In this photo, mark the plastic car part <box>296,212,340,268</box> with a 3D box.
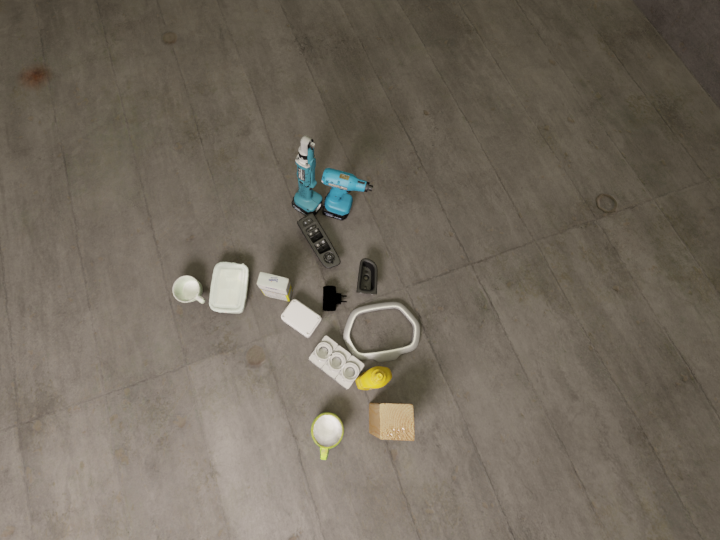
[{"bbox_3d":[-0.140,-0.092,1.435,0.065,0.066,0.209,-29,74,-12],"label":"plastic car part"}]

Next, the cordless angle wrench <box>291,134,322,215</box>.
[{"bbox_3d":[-0.169,-0.292,1.321,0.099,0.417,0.074,34,73,5],"label":"cordless angle wrench"}]

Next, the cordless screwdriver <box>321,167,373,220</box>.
[{"bbox_3d":[-0.050,-0.246,1.397,0.160,0.245,0.075,17,72,0],"label":"cordless screwdriver"}]

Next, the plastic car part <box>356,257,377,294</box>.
[{"bbox_3d":[0.021,0.025,1.394,0.066,0.070,0.118,5,71,-2],"label":"plastic car part"}]

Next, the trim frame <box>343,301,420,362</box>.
[{"bbox_3d":[0.068,0.197,1.356,0.247,0.027,0.189,-10,71,-5],"label":"trim frame"}]
